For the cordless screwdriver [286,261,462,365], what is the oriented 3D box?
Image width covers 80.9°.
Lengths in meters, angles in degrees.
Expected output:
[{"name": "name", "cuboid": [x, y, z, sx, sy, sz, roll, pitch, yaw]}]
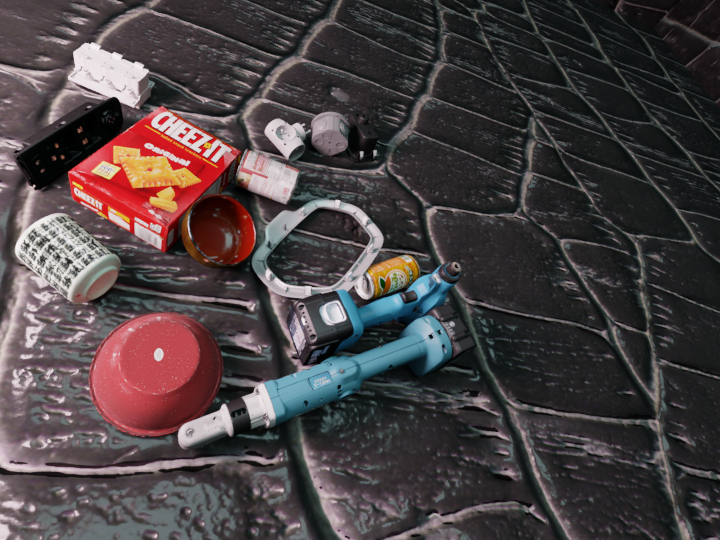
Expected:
[{"name": "cordless screwdriver", "cuboid": [0.024, 0.053, 0.616, 0.241, 0.159, 0.077, -12, 65, -28]}]

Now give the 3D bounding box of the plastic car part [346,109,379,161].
[{"name": "plastic car part", "cuboid": [-0.002, -0.299, 0.911, 0.063, 0.071, 0.120, -13, 66, -32]}]

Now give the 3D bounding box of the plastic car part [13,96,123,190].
[{"name": "plastic car part", "cuboid": [-0.462, -0.213, 0.674, 0.069, 0.064, 0.203, 15, 50, 18]}]

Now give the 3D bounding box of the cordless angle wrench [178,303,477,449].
[{"name": "cordless angle wrench", "cuboid": [-0.031, 0.146, 0.575, 0.410, 0.097, 0.077, -15, 63, -26]}]

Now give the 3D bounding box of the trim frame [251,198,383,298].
[{"name": "trim frame", "cuboid": [-0.069, -0.045, 0.708, 0.191, 0.027, 0.247, 24, 51, 18]}]
